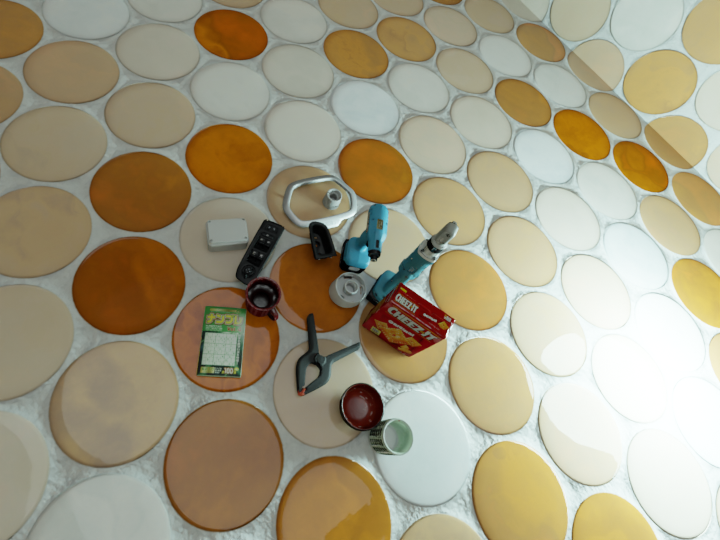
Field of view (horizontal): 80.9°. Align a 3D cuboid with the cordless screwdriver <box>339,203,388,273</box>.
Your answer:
[{"bbox_3d":[0.009,-0.057,1.164,0.073,0.249,0.162,14,63,-13],"label":"cordless screwdriver"}]

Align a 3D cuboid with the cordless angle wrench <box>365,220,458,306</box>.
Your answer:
[{"bbox_3d":[0.127,-0.007,1.070,0.074,0.423,0.098,35,60,-2],"label":"cordless angle wrench"}]

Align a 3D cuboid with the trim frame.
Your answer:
[{"bbox_3d":[-0.127,-0.217,1.335,0.242,0.027,0.190,-16,69,-22],"label":"trim frame"}]

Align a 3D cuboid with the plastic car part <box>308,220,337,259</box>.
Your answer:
[{"bbox_3d":[-0.121,-0.079,1.242,0.064,0.071,0.120,-9,68,-21],"label":"plastic car part"}]

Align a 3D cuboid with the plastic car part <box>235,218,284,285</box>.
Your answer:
[{"bbox_3d":[-0.286,-0.044,1.183,0.066,0.067,0.204,25,60,-5],"label":"plastic car part"}]
